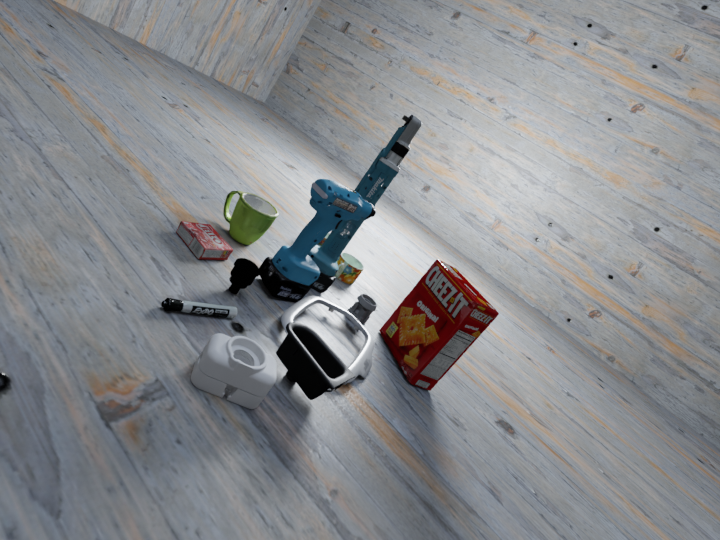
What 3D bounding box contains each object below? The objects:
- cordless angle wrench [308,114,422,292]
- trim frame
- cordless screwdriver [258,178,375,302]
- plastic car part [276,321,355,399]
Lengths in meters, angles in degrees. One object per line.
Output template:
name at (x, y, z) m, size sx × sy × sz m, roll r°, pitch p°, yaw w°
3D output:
cordless angle wrench at (-0.002, -0.142, 0.913) m, size 0.096 × 0.423 × 0.076 m, roll 32°, pitch 18°, yaw -13°
trim frame at (-0.053, 0.122, 0.784) m, size 0.188 × 0.027 × 0.244 m, roll 36°, pitch 17°, yaw 7°
cordless screwdriver at (-0.081, -0.053, 0.828) m, size 0.150 × 0.249 × 0.078 m, roll 16°, pitch 26°, yaw -47°
plastic car part at (-0.078, 0.139, 0.620) m, size 0.122 × 0.071 × 0.063 m, roll 42°, pitch 19°, yaw 23°
